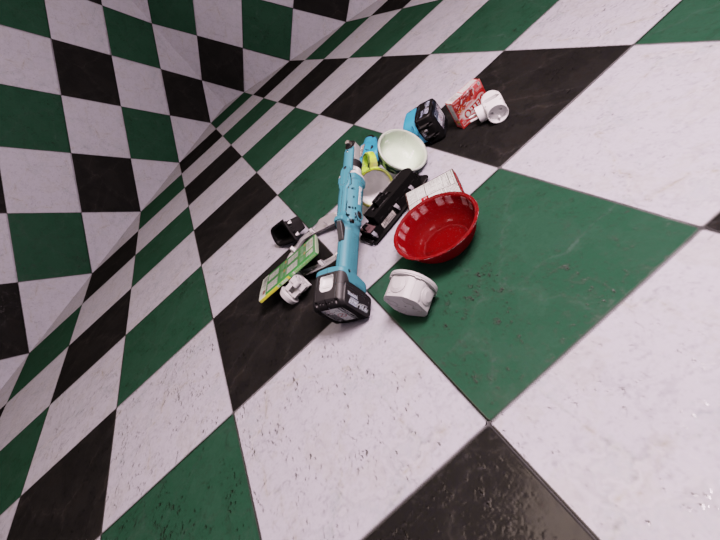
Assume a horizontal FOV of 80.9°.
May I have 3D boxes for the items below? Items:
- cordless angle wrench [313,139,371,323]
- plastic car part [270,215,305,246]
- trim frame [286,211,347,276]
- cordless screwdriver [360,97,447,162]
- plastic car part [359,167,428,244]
[{"bbox_3d":[-0.025,-0.105,0.867,0.077,0.092,0.433,-19,53,32],"label":"cordless angle wrench"},{"bbox_3d":[-0.190,-0.111,1.133,0.070,0.065,0.120,-37,11,-27],"label":"plastic car part"},{"bbox_3d":[-0.099,-0.064,1.008,0.256,0.026,0.187,-23,37,39],"label":"trim frame"},{"bbox_3d":[0.099,-0.356,1.109,0.256,0.071,0.162,-22,39,34],"label":"cordless screwdriver"},{"bbox_3d":[0.066,-0.152,0.933,0.202,0.064,0.069,-47,25,-11],"label":"plastic car part"}]
